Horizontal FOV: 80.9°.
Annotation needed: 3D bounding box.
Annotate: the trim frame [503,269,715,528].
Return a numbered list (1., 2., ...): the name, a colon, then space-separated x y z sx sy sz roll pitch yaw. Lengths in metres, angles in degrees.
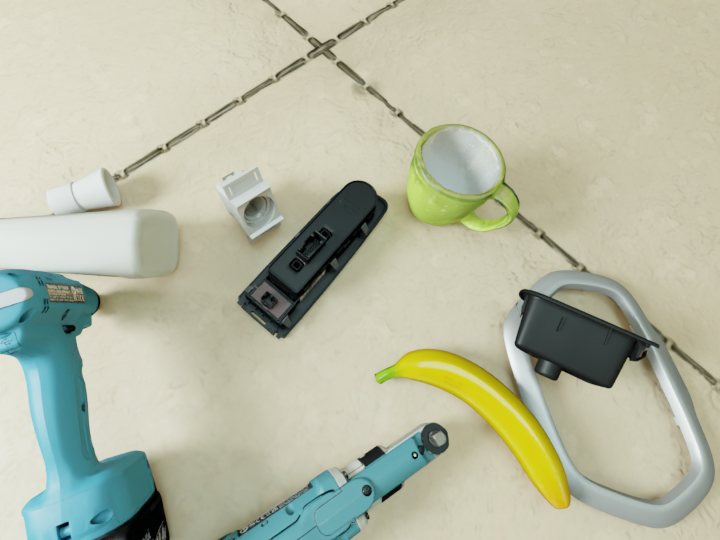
1. trim frame: 0.248 0.117 0.429 0.182 0.027 0.256 -11 67 -8

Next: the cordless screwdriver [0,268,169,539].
1. cordless screwdriver: -0.230 0.121 0.349 0.073 0.160 0.250 -18 86 -12

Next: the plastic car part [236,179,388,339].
1. plastic car part: -0.044 -0.029 0.453 0.068 0.065 0.201 34 66 15

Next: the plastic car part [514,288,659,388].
1. plastic car part: 0.198 0.073 0.407 0.118 0.065 0.071 22 82 7

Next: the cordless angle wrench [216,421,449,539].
1. cordless angle wrench: -0.101 0.238 0.326 0.415 0.097 0.076 -27 75 -19
